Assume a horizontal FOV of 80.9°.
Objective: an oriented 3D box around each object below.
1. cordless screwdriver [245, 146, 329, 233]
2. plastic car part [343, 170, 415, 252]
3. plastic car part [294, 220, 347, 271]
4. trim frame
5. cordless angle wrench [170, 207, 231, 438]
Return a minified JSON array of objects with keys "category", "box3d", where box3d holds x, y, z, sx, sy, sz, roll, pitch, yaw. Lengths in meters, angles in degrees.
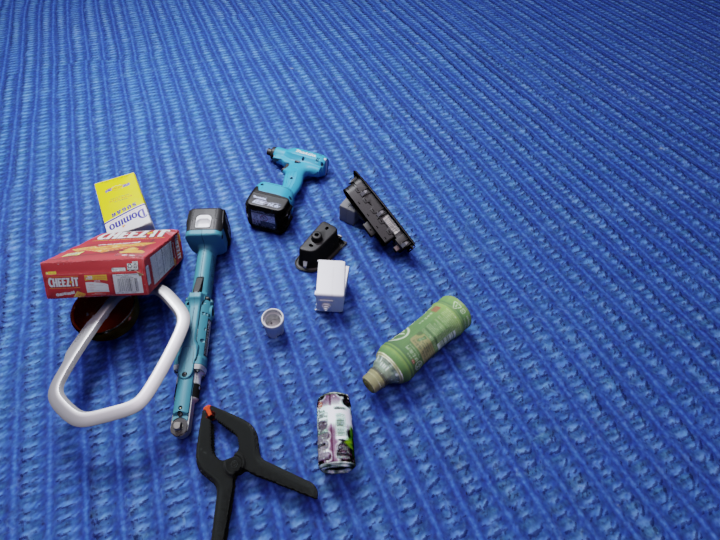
[{"category":"cordless screwdriver","box3d":[-0.190,-0.203,0.978,0.163,0.072,0.250,17,51,12]},{"category":"plastic car part","box3d":[0.029,-0.114,0.879,0.067,0.065,0.206,-33,81,1]},{"category":"plastic car part","box3d":[-0.085,-0.055,0.865,0.068,0.069,0.115,28,55,19]},{"category":"trim frame","box3d":[-0.381,0.124,0.677,0.187,0.026,0.252,9,55,9]},{"category":"cordless angle wrench","box3d":[-0.294,0.074,0.764,0.074,0.095,0.437,-3,57,-5]}]
